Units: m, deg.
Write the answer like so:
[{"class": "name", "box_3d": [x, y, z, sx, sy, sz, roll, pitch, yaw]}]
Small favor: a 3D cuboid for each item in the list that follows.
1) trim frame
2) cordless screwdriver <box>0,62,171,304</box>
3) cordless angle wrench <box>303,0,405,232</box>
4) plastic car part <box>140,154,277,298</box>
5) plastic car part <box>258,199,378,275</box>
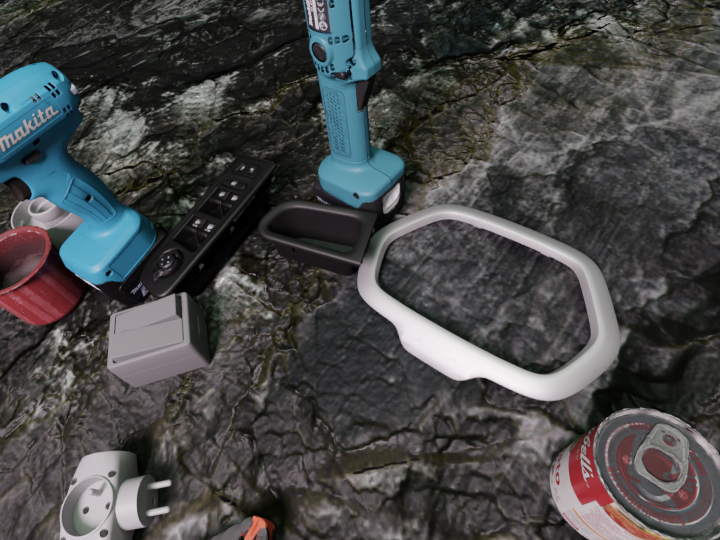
[{"class": "trim frame", "box_3d": [0.115, 0.017, 0.419, 0.260, 0.026, 0.183, 28, 64, 26]}, {"class": "cordless screwdriver", "box_3d": [-0.288, -0.048, 0.407, 0.077, 0.239, 0.159, 22, 60, 20]}, {"class": "cordless angle wrench", "box_3d": [-0.015, -0.196, 0.359, 0.103, 0.406, 0.074, 34, 65, 25]}, {"class": "plastic car part", "box_3d": [-0.172, -0.047, 0.493, 0.069, 0.064, 0.202, 23, 61, 22]}, {"class": "plastic car part", "box_3d": [-0.045, -0.029, 0.455, 0.120, 0.068, 0.066, 12, 58, 17]}]
